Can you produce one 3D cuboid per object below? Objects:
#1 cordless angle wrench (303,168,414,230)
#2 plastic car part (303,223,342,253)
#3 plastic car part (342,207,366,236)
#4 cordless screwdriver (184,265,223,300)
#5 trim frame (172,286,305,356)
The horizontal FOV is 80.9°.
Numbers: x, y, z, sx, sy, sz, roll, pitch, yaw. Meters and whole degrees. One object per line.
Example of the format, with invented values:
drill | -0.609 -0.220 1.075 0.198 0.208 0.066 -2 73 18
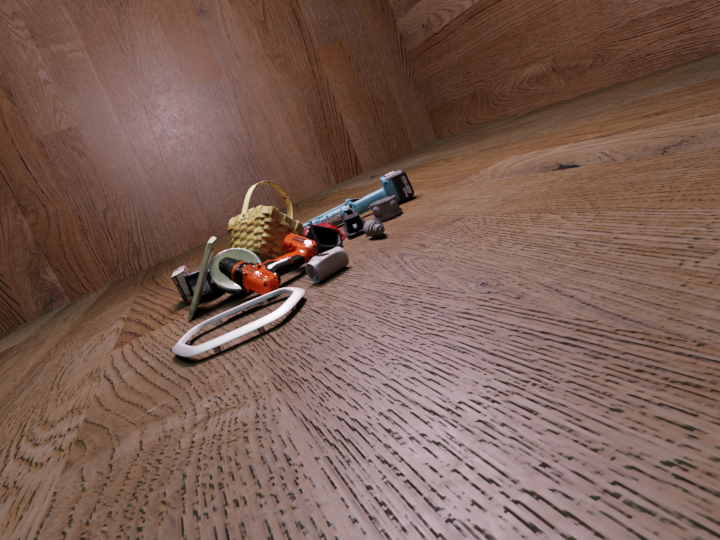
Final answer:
cordless angle wrench | -0.043 -0.186 1.333 0.427 0.096 0.075 -24 12 9
plastic car part | -0.100 -0.065 1.022 0.072 0.068 0.111 -31 -18 27
plastic car part | -0.019 -0.137 1.172 0.066 0.065 0.207 -15 18 0
cordless screwdriver | -0.353 -0.001 1.157 0.163 0.073 0.247 -18 12 17
trim frame | -0.211 0.088 0.740 0.247 0.027 0.189 -26 17 -6
